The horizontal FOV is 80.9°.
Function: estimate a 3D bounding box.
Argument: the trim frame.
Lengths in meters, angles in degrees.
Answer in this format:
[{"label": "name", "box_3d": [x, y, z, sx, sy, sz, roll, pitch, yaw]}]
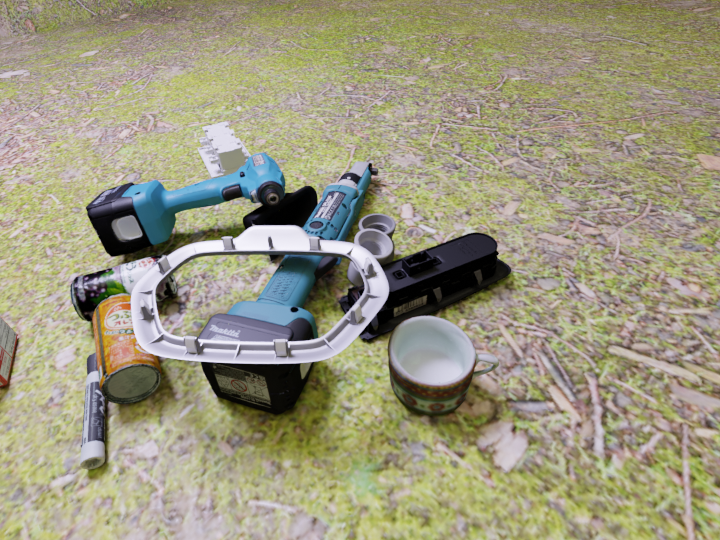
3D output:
[{"label": "trim frame", "box_3d": [-0.099, 0.013, 0.404, 0.252, 0.026, 0.188, -1, 37, 7]}]

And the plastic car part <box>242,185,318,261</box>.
[{"label": "plastic car part", "box_3d": [-0.117, -0.074, 0.591, 0.074, 0.063, 0.115, 7, 38, 33]}]

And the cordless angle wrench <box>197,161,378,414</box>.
[{"label": "cordless angle wrench", "box_3d": [-0.052, -0.034, 0.528, 0.101, 0.072, 0.426, 8, 41, 14]}]

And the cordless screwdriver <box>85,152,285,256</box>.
[{"label": "cordless screwdriver", "box_3d": [-0.219, -0.088, 0.553, 0.247, 0.072, 0.166, -18, 29, -7]}]

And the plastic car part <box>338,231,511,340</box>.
[{"label": "plastic car part", "box_3d": [0.077, 0.004, 0.478, 0.199, 0.065, 0.070, -17, 36, -17]}]
